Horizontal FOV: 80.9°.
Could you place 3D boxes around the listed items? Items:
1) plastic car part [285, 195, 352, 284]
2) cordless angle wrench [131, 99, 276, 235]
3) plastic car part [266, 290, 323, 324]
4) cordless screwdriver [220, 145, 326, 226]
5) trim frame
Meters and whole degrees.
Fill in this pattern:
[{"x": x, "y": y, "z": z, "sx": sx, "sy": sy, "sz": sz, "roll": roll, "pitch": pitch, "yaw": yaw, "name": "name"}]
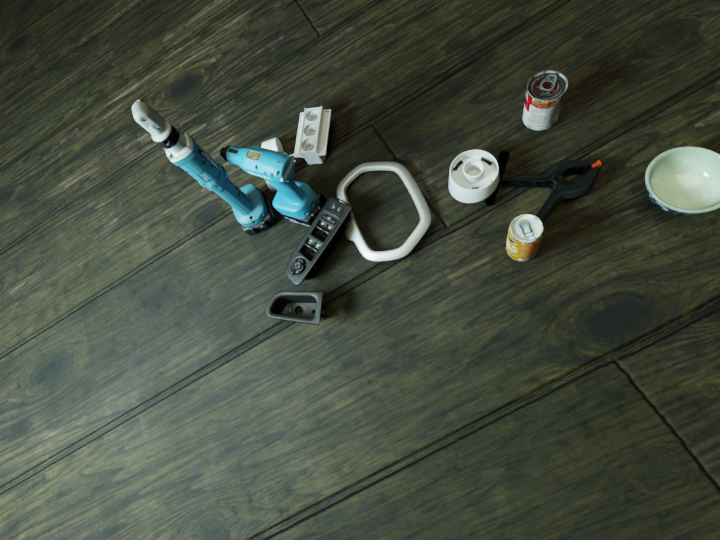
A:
[{"x": -0.089, "y": -0.058, "z": 0.907, "sx": 0.069, "sy": 0.064, "sz": 0.203, "roll": 33, "pitch": 84, "yaw": 24, "name": "plastic car part"}, {"x": -0.293, "y": -0.189, "z": 0.835, "sx": 0.075, "sy": 0.405, "sz": 0.101, "roll": -27, "pitch": 68, "yaw": 6, "name": "cordless angle wrench"}, {"x": -0.126, "y": 0.079, "z": 0.869, "sx": 0.120, "sy": 0.068, "sz": 0.067, "roll": 2, "pitch": 73, "yaw": 19, "name": "plastic car part"}, {"x": -0.176, "y": -0.180, "z": 0.884, "sx": 0.166, "sy": 0.238, "sz": 0.074, "roll": 20, "pitch": 79, "yaw": 22, "name": "cordless screwdriver"}, {"x": 0.042, "y": -0.133, "z": 0.909, "sx": 0.186, "sy": 0.026, "sz": 0.258, "roll": -26, "pitch": 65, "yaw": 9, "name": "trim frame"}]
